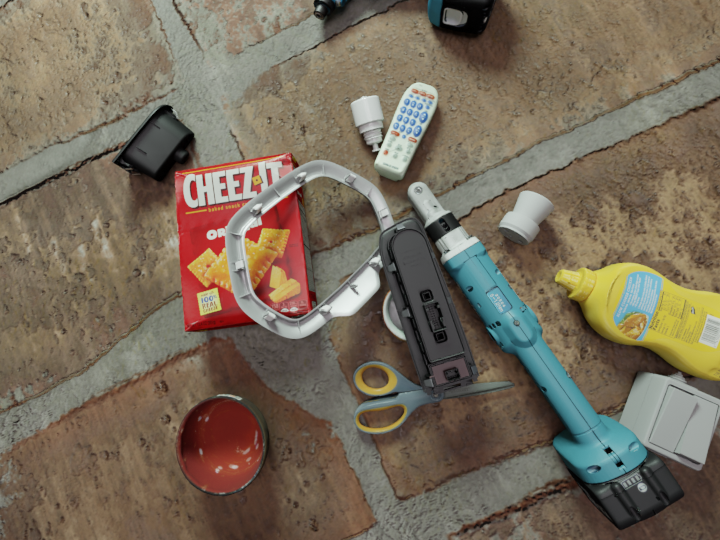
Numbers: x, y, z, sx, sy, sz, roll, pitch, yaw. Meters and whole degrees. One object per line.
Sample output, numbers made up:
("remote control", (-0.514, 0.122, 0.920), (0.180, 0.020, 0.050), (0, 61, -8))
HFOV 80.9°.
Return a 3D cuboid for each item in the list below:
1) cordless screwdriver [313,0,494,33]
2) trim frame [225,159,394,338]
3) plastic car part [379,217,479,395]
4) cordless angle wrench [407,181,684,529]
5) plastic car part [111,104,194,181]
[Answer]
("cordless screwdriver", (0.063, -0.399, 0.594), (0.255, 0.072, 0.159), (24, 85, 13))
("trim frame", (-0.051, -0.033, 0.519), (0.245, 0.028, 0.182), (-42, 98, -30))
("plastic car part", (0.072, 0.035, 0.478), (0.067, 0.065, 0.207), (-19, 77, 7))
("cordless angle wrench", (0.180, 0.066, 0.501), (0.074, 0.095, 0.434), (-33, 76, 3))
("plastic car part", (-0.287, -0.176, 0.611), (0.070, 0.067, 0.116), (38, 84, -7))
